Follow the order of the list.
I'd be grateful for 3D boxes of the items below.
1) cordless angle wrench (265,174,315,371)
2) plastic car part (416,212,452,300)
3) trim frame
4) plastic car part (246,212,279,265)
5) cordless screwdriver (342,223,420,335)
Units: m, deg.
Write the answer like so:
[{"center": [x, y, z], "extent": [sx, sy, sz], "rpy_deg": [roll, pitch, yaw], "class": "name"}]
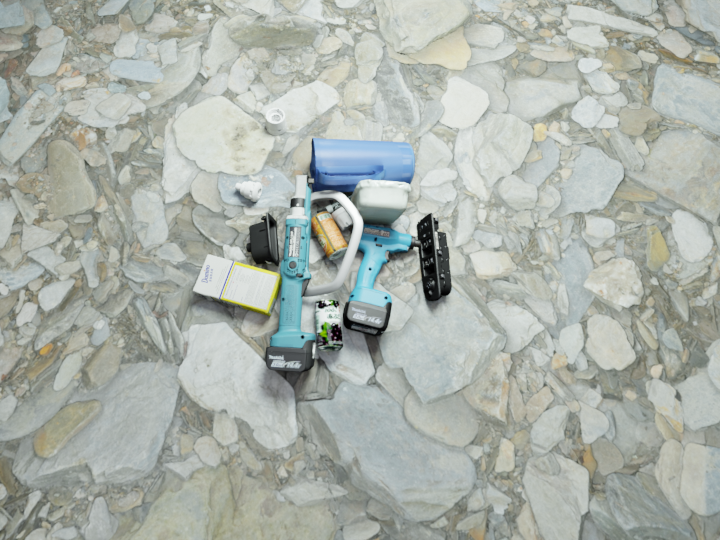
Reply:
[{"center": [-0.139, -0.005, 0.908], "extent": [0.099, 0.072, 0.428], "rpy_deg": [0, 77, 6], "class": "cordless angle wrench"}, {"center": [0.171, -0.025, 0.969], "extent": [0.064, 0.068, 0.207], "rpy_deg": [13, 66, -27], "class": "plastic car part"}, {"center": [-0.092, -0.060, 0.945], "extent": [0.192, 0.026, 0.248], "rpy_deg": [19, 92, 25], "class": "trim frame"}, {"center": [-0.229, -0.065, 0.979], "extent": [0.072, 0.063, 0.119], "rpy_deg": [-8, 73, 10], "class": "plastic car part"}, {"center": [0.047, 0.017, 0.942], "extent": [0.160, 0.073, 0.253], "rpy_deg": [8, 66, 1], "class": "cordless screwdriver"}]
